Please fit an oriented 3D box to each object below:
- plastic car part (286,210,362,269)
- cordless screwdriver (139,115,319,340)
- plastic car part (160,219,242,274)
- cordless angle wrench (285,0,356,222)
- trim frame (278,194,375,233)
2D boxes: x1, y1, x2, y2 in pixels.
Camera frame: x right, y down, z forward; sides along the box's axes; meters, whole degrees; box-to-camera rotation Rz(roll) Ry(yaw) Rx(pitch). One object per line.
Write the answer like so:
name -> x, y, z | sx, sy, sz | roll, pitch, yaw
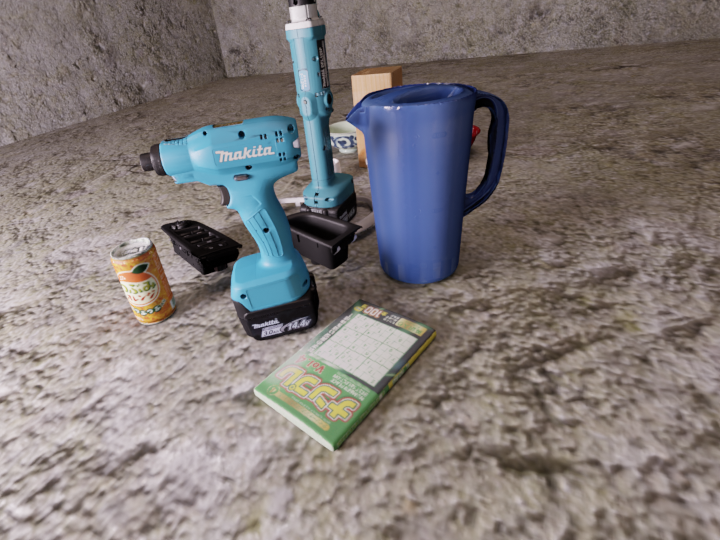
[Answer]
plastic car part -> -0.061, -0.040, 0.621 | 0.123, 0.068, 0.064 | 20, 40, 37
cordless screwdriver -> -0.132, -0.038, 0.473 | 0.158, 0.241, 0.077 | -9, 30, -4
plastic car part -> -0.255, -0.038, 0.668 | 0.065, 0.065, 0.215 | -27, 36, -30
cordless angle wrench -> -0.070, -0.267, 0.663 | 0.077, 0.409, 0.097 | 9, 33, 24
trim frame -> -0.079, -0.100, 0.762 | 0.253, 0.026, 0.187 | -3, 32, 9
